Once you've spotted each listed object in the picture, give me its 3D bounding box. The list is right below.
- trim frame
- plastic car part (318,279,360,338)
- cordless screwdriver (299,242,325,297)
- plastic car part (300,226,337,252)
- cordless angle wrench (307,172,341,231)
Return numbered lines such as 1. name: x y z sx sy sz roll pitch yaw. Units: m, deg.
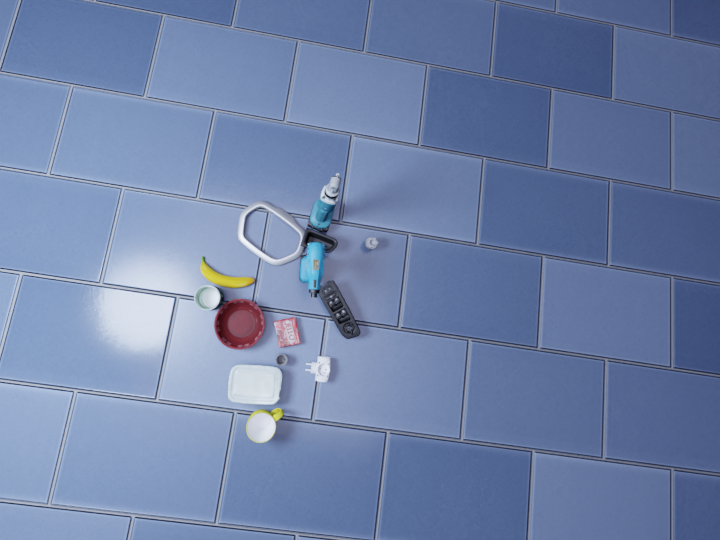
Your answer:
1. trim frame: -0.303 -0.128 1.444 0.249 0.027 0.184 35 79 1
2. plastic car part: -0.073 0.134 1.402 0.066 0.067 0.205 -29 85 -11
3. cordless screwdriver: -0.150 0.009 1.323 0.073 0.250 0.160 3 83 -10
4. plastic car part: -0.140 -0.091 1.430 0.116 0.071 0.066 20 80 -4
5. cordless angle wrench: -0.102 -0.202 1.273 0.073 0.425 0.098 18 81 -8
